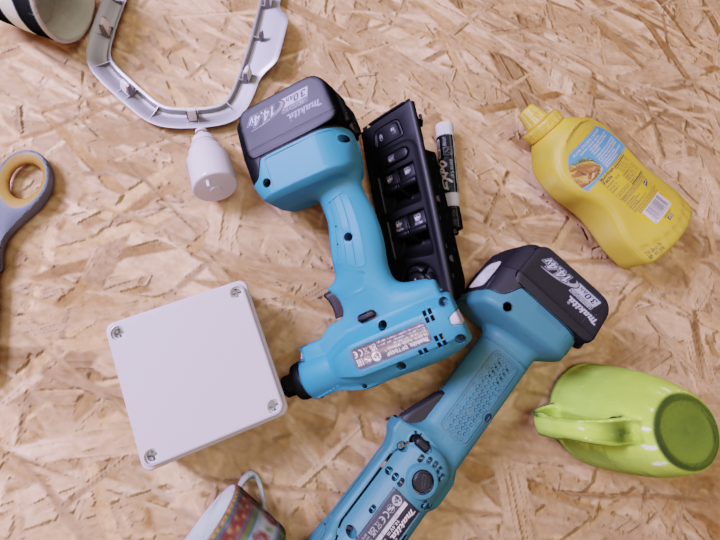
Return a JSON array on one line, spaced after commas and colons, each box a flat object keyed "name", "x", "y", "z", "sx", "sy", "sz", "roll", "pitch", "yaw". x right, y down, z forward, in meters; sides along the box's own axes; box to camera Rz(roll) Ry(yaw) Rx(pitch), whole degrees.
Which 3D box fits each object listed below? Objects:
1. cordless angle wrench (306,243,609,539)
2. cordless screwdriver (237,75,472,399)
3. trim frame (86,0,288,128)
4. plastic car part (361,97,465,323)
[{"name": "cordless angle wrench", "x": 0.040, "y": 0.158, "z": 0.340, "sx": 0.098, "sy": 0.074, "sz": 0.421, "roll": 42, "pitch": 76, "yaw": 0}, {"name": "cordless screwdriver", "x": -0.035, "y": -0.023, "z": 0.360, "sx": 0.161, "sy": 0.072, "sz": 0.253, "roll": -27, "pitch": 78, "yaw": 15}, {"name": "trim frame", "x": -0.169, "y": -0.256, "z": 0.431, "sx": 0.182, "sy": 0.027, "sz": 0.251, "roll": 13, "pitch": 73, "yaw": -7}, {"name": "plastic car part", "x": 0.053, "y": -0.050, "z": 0.398, "sx": 0.063, "sy": 0.069, "sz": 0.207, "roll": 10, "pitch": 67, "yaw": -50}]
